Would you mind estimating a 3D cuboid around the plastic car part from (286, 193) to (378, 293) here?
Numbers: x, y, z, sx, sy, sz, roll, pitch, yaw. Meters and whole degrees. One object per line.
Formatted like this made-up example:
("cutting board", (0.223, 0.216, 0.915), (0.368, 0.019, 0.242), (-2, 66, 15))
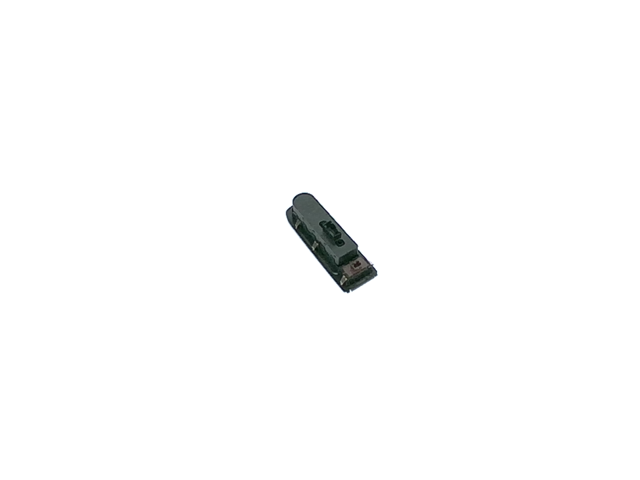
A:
("plastic car part", (0.008, -0.009, 0.699), (0.066, 0.203, 0.067), (-33, -34, -12))
